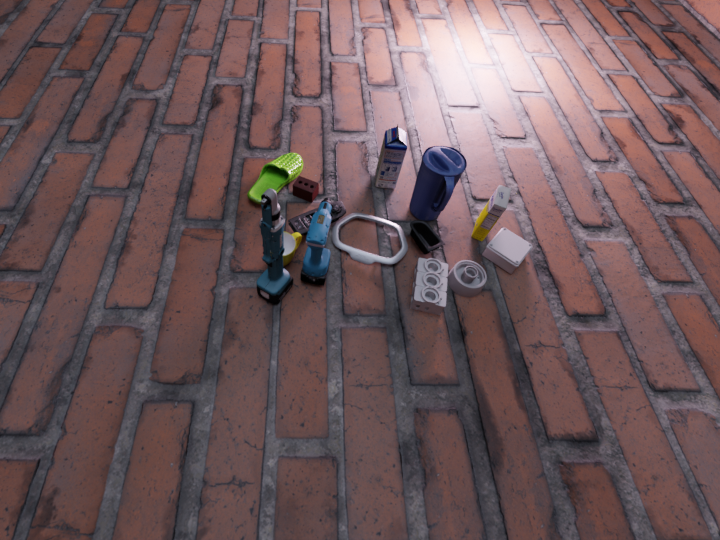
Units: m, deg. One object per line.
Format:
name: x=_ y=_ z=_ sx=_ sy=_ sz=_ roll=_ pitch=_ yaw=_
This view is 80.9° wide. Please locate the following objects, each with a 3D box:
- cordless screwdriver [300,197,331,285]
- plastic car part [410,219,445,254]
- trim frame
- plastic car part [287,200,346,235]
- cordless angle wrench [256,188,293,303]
cordless screwdriver: x=-0.117 y=-0.076 z=1.194 sx=0.075 sy=0.243 sz=0.162 roll=12 pitch=56 yaw=-1
plastic car part: x=0.199 y=-0.098 z=1.337 sx=0.064 sy=0.069 sz=0.122 roll=-23 pitch=61 yaw=-20
trim frame: x=0.029 y=-0.102 z=1.353 sx=0.253 sy=0.027 sz=0.186 roll=18 pitch=56 yaw=8
plastic car part: x=-0.134 y=-0.160 z=1.359 sx=0.199 sy=0.065 sz=0.069 roll=-29 pitch=64 yaw=-22
cordless angle wrench: x=-0.221 y=-0.056 z=1.069 sx=0.076 sy=0.414 sz=0.097 roll=30 pitch=57 yaw=10
